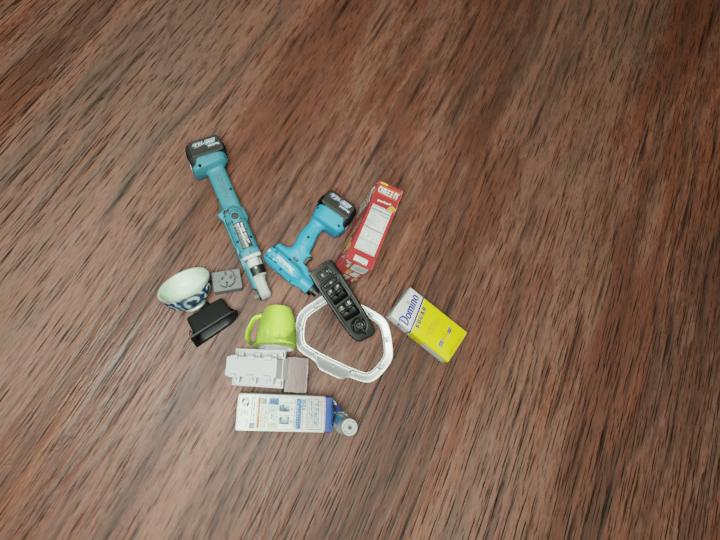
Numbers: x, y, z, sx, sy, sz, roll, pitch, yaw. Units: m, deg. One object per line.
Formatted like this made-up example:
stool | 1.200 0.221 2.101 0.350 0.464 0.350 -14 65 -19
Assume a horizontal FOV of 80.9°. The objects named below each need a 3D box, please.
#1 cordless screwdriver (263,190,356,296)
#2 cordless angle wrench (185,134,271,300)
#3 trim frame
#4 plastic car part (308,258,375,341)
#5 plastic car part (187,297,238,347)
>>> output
cordless screwdriver | -0.102 -0.067 1.047 0.160 0.074 0.248 40 75 3
cordless angle wrench | -0.309 -0.126 1.034 0.096 0.074 0.430 -22 80 -16
trim frame | -0.037 0.161 1.010 0.247 0.027 0.185 26 72 -2
plastic car part | -0.047 0.077 0.987 0.065 0.068 0.205 -34 85 -27
plastic car part | -0.345 0.108 0.963 0.115 0.064 0.073 -37 70 -21
